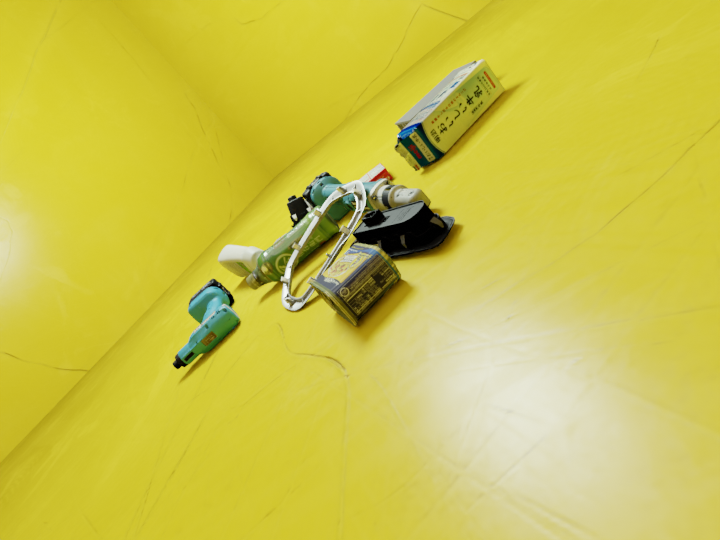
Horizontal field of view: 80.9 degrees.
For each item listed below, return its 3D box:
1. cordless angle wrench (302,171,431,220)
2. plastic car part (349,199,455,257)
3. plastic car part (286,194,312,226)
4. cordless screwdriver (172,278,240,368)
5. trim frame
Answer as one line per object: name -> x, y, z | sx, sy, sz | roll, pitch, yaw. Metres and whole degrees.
cordless angle wrench -> -0.002, -0.135, 0.782 | 0.074, 0.094, 0.440 | -48, 24, -8
plastic car part -> 0.044, -0.057, 0.578 | 0.065, 0.065, 0.211 | -42, 20, -23
plastic car part -> -0.145, -0.141, 0.981 | 0.065, 0.070, 0.118 | -26, 8, -7
cordless screwdriver -> -0.353, 0.115, 0.953 | 0.159, 0.071, 0.259 | -45, 23, -5
trim frame -> -0.070, -0.046, 0.715 | 0.248, 0.026, 0.193 | -55, 29, 8
